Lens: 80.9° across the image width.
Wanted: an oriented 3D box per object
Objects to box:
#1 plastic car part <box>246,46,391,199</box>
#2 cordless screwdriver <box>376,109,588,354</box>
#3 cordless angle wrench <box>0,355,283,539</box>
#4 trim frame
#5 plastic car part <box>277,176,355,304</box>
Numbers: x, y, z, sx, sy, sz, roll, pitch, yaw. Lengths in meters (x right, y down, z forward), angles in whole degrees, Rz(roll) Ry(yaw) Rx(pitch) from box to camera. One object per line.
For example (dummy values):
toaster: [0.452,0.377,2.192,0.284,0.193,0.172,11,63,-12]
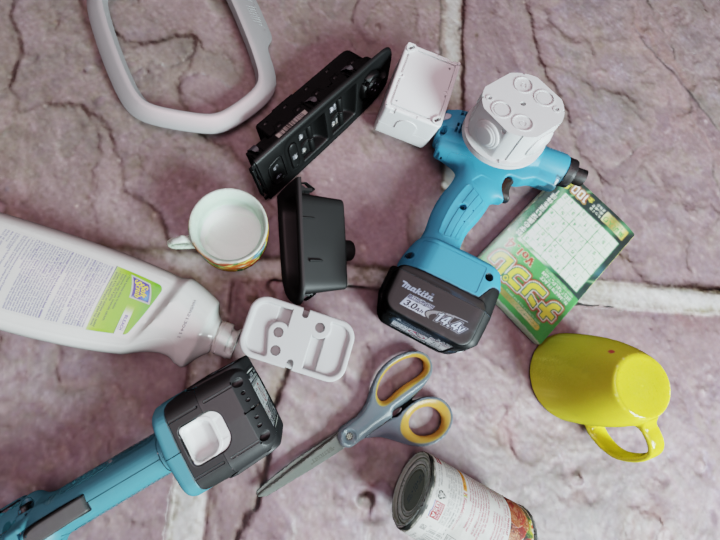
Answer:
plastic car part: [-0.047,-0.167,0.449,0.202,0.063,0.070,-43,63,-12]
cordless screwdriver: [0.122,-0.039,0.422,0.162,0.073,0.250,21,73,7]
cordless angle wrench: [-0.263,0.207,0.328,0.420,0.098,0.075,-30,86,-8]
trim frame: [-0.192,-0.260,0.466,0.182,0.027,0.253,-23,80,-10]
plastic car part: [-0.041,-0.027,0.419,0.068,0.067,0.118,-4,82,-25]
